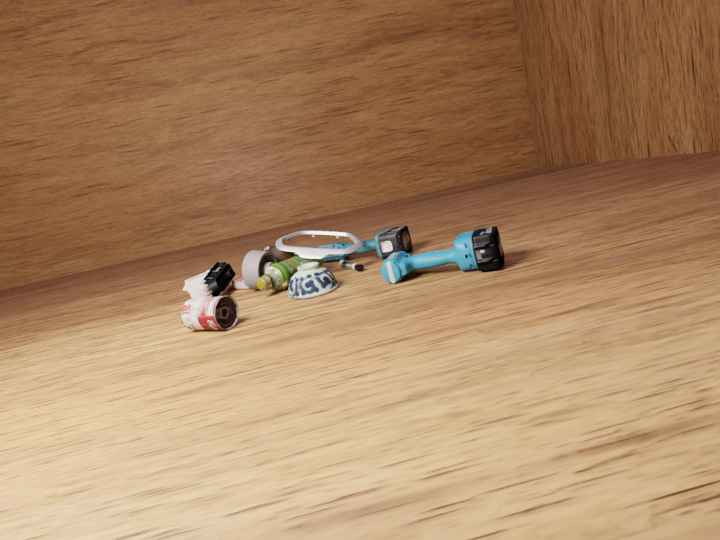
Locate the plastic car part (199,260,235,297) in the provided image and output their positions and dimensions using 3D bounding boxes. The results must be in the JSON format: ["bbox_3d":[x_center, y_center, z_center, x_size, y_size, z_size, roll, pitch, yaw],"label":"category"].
[{"bbox_3d":[-0.392,0.027,1.184,0.068,0.064,0.206,-20,19,9],"label":"plastic car part"}]

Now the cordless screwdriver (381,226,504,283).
[{"bbox_3d":[0.178,-0.034,0.930,0.256,0.073,0.157,-12,11,22],"label":"cordless screwdriver"}]

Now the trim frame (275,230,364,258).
[{"bbox_3d":[-0.115,-0.075,1.175,0.253,0.027,0.185,4,23,10],"label":"trim frame"}]

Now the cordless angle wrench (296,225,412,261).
[{"bbox_3d":[-0.059,-0.059,1.279,0.439,0.073,0.095,-8,11,31],"label":"cordless angle wrench"}]
